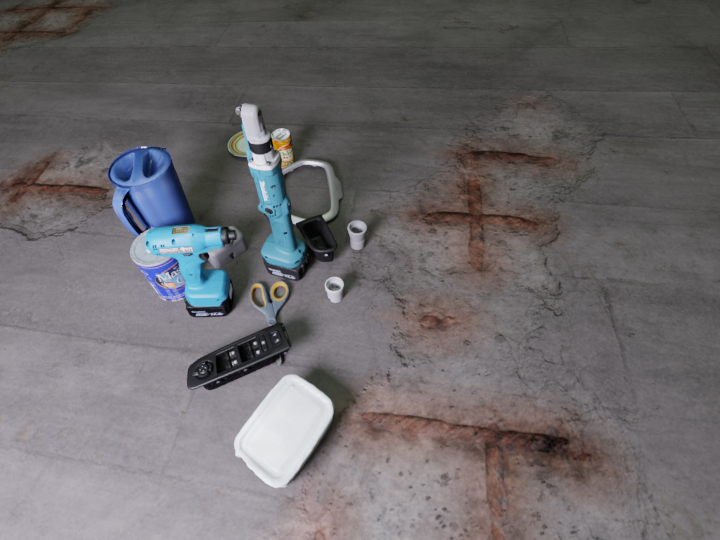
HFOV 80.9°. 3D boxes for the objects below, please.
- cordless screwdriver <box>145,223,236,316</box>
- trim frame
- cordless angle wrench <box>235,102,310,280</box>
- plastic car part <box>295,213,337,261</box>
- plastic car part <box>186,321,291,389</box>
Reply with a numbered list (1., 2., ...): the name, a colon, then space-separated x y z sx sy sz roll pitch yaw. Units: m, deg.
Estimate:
1. cordless screwdriver: -0.301 -0.001 0.836 0.160 0.240 0.077 -3 53 0
2. trim frame: -0.140 -0.209 1.114 0.184 0.026 0.258 -8 52 0
3. cordless angle wrench: -0.167 -0.133 0.817 0.101 0.408 0.075 15 55 12
4. plastic car part: -0.095 -0.062 0.970 0.065 0.068 0.122 -21 54 -12
5. plastic car part: -0.230 0.171 0.807 0.200 0.064 0.069 -21 54 -10
